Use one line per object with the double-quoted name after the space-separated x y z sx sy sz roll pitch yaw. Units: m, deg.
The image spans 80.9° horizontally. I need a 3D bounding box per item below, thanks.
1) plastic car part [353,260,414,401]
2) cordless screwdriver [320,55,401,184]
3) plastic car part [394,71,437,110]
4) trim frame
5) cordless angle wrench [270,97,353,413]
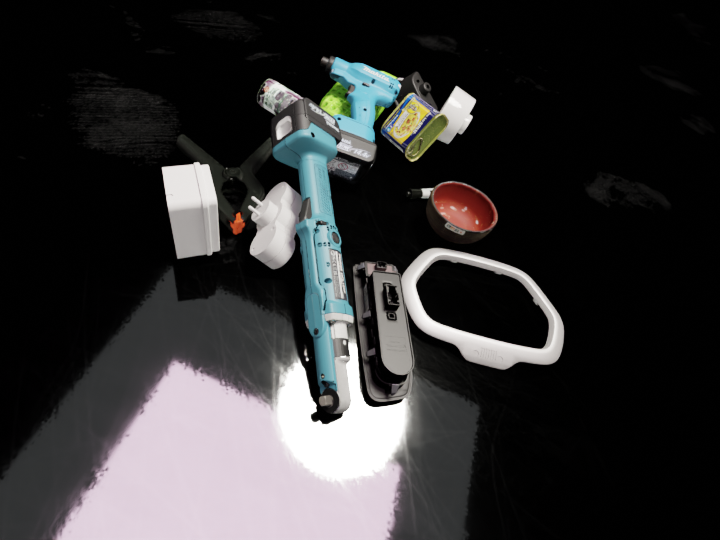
0.036 0.065 0.550 0.064 0.067 0.209 10 52 -18 "plastic car part"
-0.026 -0.285 0.764 0.157 0.074 0.252 21 61 -8 "cordless screwdriver"
0.115 -0.351 0.864 0.064 0.074 0.115 -34 102 -37 "plastic car part"
0.177 0.050 0.617 0.246 0.027 0.188 14 49 -5 "trim frame"
-0.055 -0.036 0.563 0.092 0.076 0.435 20 53 -48 "cordless angle wrench"
